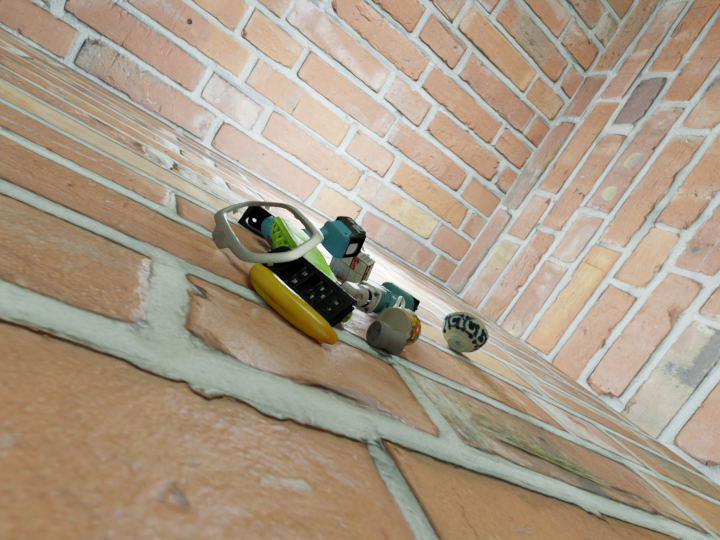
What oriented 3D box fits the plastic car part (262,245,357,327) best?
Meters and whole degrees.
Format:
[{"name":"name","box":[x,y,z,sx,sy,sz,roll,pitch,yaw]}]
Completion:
[{"name":"plastic car part","box":[-0.090,0.026,0.701,0.214,0.066,0.064,39,-18,34]}]

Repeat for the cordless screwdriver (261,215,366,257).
[{"name":"cordless screwdriver","box":[-0.097,-0.063,0.991,0.238,0.073,0.168,-4,40,-35]}]

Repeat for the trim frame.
[{"name":"trim frame","box":[-0.176,-0.076,0.776,0.178,0.027,0.263,-14,37,-25]}]

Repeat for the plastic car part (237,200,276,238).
[{"name":"plastic car part","box":[-0.241,-0.113,1.056,0.114,0.066,0.072,34,-8,-11]}]

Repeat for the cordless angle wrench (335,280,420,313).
[{"name":"cordless angle wrench","box":[0.037,0.059,0.865,0.102,0.074,0.406,35,4,18]}]
